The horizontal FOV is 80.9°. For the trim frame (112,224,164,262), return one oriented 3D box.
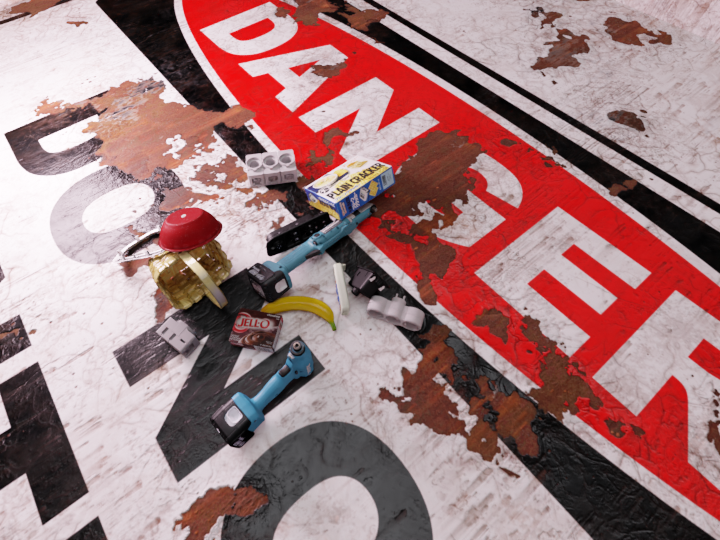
[{"bbox_3d":[-0.560,-0.076,1.133,0.258,0.026,0.185,-6,37,27],"label":"trim frame"}]

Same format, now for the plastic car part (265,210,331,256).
[{"bbox_3d":[-0.183,-0.111,1.187,0.200,0.064,0.071,-31,54,-17],"label":"plastic car part"}]

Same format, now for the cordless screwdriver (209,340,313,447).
[{"bbox_3d":[-0.201,0.254,0.901,0.077,0.154,0.246,40,68,20],"label":"cordless screwdriver"}]

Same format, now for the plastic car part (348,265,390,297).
[{"bbox_3d":[0.009,0.035,1.076,0.071,0.063,0.121,-49,23,-12],"label":"plastic car part"}]

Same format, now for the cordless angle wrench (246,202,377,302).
[{"bbox_3d":[-0.113,-0.074,1.152,0.416,0.071,0.104,-39,44,-25],"label":"cordless angle wrench"}]
